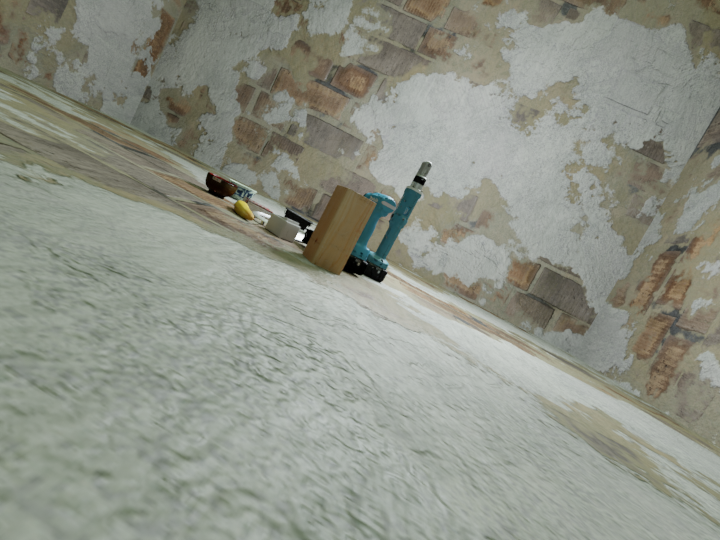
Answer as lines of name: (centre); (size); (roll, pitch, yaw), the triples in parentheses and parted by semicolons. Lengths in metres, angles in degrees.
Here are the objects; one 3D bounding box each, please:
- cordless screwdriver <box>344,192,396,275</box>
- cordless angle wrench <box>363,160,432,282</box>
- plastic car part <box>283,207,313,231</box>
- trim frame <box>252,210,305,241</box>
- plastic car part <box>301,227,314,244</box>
cordless screwdriver: (0.002, -0.119, 1.266); (0.071, 0.248, 0.167); (25, 6, -29)
cordless angle wrench: (0.125, -0.168, 1.391); (0.072, 0.422, 0.101); (26, 5, -21)
plastic car part: (-0.244, -0.180, 1.578); (0.113, 0.071, 0.068); (26, 5, -17)
trim frame: (-0.257, -0.143, 1.407); (0.195, 0.027, 0.235); (32, 7, 41)
plastic car part: (-0.123, -0.081, 1.262); (0.063, 0.067, 0.214); (24, 6, -33)
